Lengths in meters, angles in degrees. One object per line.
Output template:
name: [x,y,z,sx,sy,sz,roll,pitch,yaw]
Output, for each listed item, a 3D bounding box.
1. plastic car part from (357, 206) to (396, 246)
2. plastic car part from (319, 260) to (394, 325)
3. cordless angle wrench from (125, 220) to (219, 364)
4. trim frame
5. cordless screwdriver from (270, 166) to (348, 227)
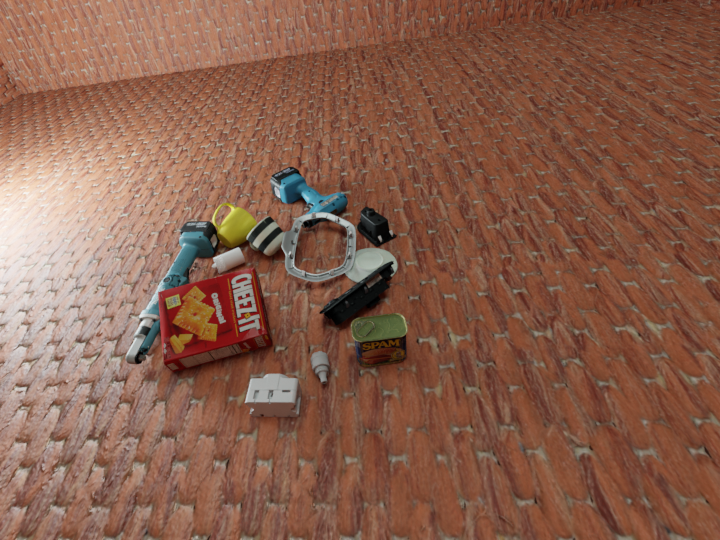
plastic car part: [0.033,-0.127,1.108,0.065,0.068,0.123,-26,46,-22]
plastic car part: [-0.002,0.055,0.919,0.199,0.067,0.068,-31,6,-25]
cordless angle wrench: [-0.457,0.040,1.026,0.100,0.071,0.432,-2,44,9]
trim frame: [-0.104,-0.068,1.064,0.186,0.026,0.255,1,48,4]
cordless screwdriver: [-0.176,-0.212,1.248,0.156,0.071,0.263,-37,51,-28]
